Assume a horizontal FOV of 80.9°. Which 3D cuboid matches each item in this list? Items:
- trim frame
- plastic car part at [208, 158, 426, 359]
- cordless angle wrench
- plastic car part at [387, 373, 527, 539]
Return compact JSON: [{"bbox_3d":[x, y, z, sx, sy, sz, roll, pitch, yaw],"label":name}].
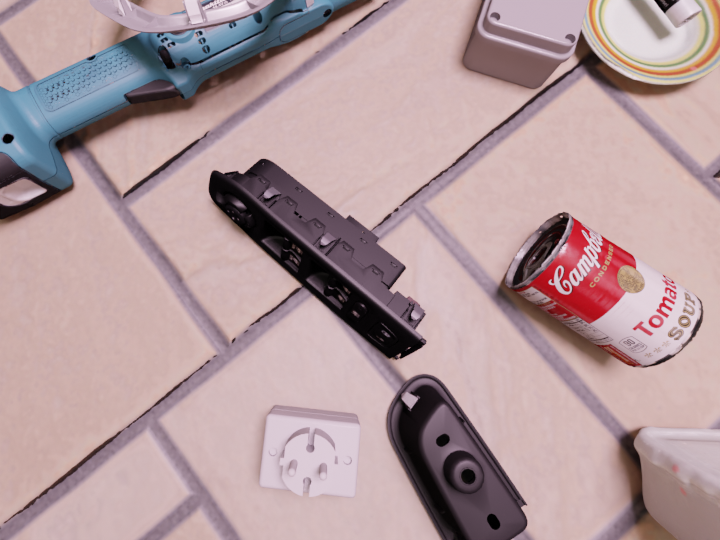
[{"bbox_3d":[-0.114,-0.265,0.347,0.189,0.026,0.252,8,56,13],"label":"trim frame"},{"bbox_3d":[-0.032,-0.021,0.323,0.206,0.065,0.067,36,72,7],"label":"plastic car part"},{"bbox_3d":[-0.146,-0.185,0.356,0.420,0.074,0.099,-30,82,-7],"label":"cordless angle wrench"},{"bbox_3d":[0.066,0.135,0.287,0.065,0.070,0.118,-31,84,-7],"label":"plastic car part"}]
